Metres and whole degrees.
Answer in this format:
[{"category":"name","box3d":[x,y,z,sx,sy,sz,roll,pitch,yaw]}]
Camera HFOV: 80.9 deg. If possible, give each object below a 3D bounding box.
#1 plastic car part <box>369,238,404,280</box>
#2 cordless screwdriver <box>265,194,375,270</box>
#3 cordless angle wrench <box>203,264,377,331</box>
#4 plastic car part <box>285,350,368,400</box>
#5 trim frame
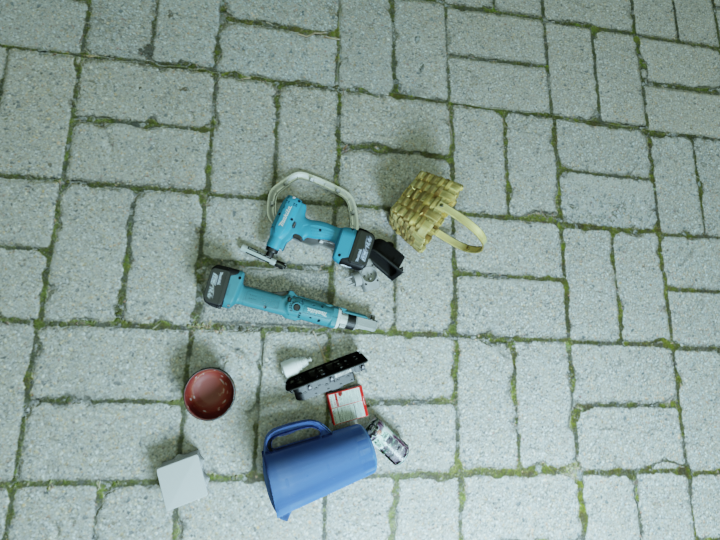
[{"category":"plastic car part","box3d":[0.066,-0.041,1.089,0.117,0.066,0.070,42,60,2]},{"category":"cordless screwdriver","box3d":[-0.100,-0.065,1.024,0.251,0.073,0.159,23,84,4]},{"category":"cordless angle wrench","box3d":[-0.159,0.087,1.018,0.415,0.075,0.099,16,78,-9]},{"category":"plastic car part","box3d":[-0.081,0.255,1.007,0.199,0.069,0.065,-14,111,-14]},{"category":"trim frame","box3d":[-0.120,-0.152,1.090,0.245,0.028,0.185,24,78,-7]}]
